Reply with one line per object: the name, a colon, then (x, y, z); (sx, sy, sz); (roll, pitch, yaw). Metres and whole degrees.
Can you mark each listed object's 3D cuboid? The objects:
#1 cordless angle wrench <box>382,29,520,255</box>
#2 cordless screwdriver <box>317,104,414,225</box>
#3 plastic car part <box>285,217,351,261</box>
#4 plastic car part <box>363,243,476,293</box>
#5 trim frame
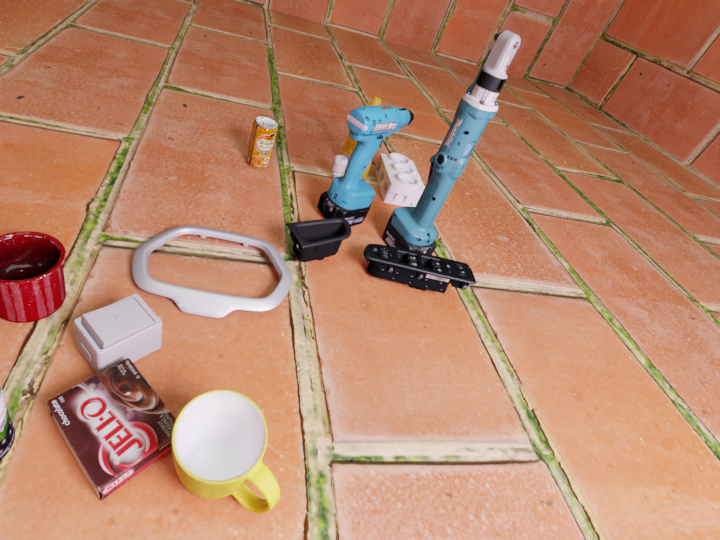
cordless angle wrench: (0.158, -0.196, 0.745); (0.071, 0.418, 0.103); (-6, 47, -33)
cordless screwdriver: (0.013, -0.208, 0.839); (0.154, 0.246, 0.078); (-21, 56, -42)
plastic car part: (-0.074, -0.048, 0.752); (0.112, 0.070, 0.069); (-9, 47, -33)
plastic car part: (0.098, -0.002, 0.771); (0.201, 0.066, 0.068); (16, 38, -4)
trim frame: (-0.230, -0.004, 0.669); (0.244, 0.027, 0.190); (11, 39, -10)
